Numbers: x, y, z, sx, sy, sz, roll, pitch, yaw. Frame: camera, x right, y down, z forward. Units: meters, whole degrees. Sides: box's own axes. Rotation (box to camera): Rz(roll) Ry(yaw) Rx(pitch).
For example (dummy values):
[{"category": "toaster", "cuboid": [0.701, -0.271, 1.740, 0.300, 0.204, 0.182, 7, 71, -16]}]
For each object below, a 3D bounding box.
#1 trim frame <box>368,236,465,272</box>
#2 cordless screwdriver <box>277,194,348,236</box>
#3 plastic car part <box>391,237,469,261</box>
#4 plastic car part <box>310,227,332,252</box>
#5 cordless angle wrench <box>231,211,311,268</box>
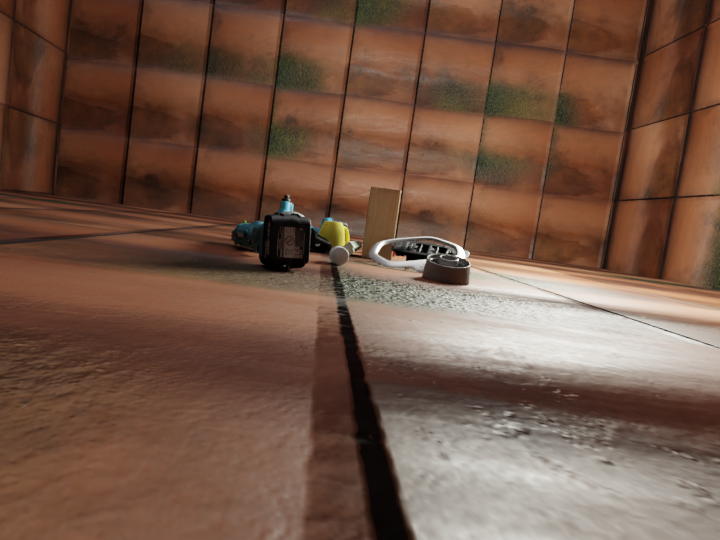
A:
[{"category": "trim frame", "cuboid": [0.143, -0.045, 1.090, 0.245, 0.027, 0.191, -5, 26, -11]}, {"category": "cordless screwdriver", "cuboid": [-0.170, -0.167, 1.468, 0.242, 0.159, 0.076, 8, 4, -15]}, {"category": "plastic car part", "cuboid": [0.190, -0.038, 1.159, 0.211, 0.065, 0.065, 7, 28, 23]}, {"category": "plastic car part", "cuboid": [-0.120, -0.078, 1.225, 0.069, 0.066, 0.120, 21, 4, -20]}, {"category": "cordless angle wrench", "cuboid": [-0.221, -0.073, 0.908, 0.071, 0.097, 0.441, 2, 5, -28]}]
